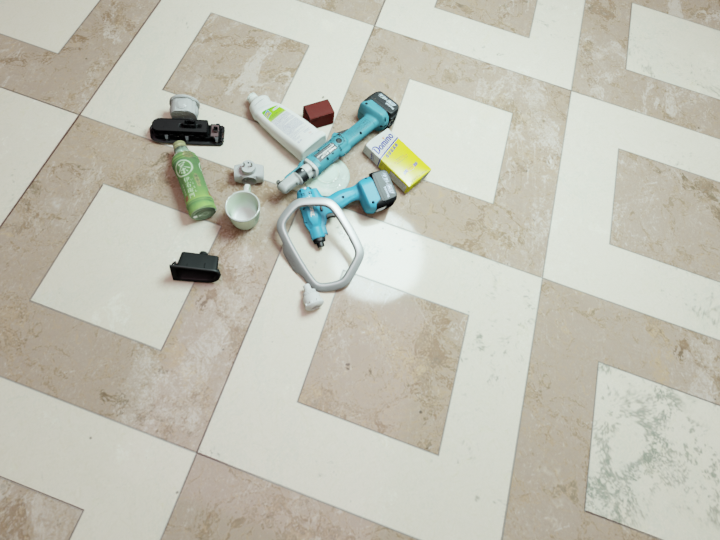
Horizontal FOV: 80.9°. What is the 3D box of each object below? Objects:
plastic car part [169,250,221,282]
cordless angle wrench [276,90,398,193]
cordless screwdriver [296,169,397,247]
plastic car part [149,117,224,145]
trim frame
[{"bbox_3d":[-0.394,-0.014,1.024,0.115,0.065,0.073,3,56,-9],"label":"plastic car part"},{"bbox_3d":[-0.063,-0.338,1.149,0.100,0.073,0.419,41,69,11],"label":"cordless angle wrench"},{"bbox_3d":[-0.030,-0.162,1.101,0.247,0.074,0.161,-16,81,-7],"label":"cordless screwdriver"},{"bbox_3d":[-0.479,-0.382,1.154,0.202,0.066,0.067,0,78,-3],"label":"plastic car part"},{"bbox_3d":[-0.103,-0.067,1.049,0.185,0.027,0.249,-31,89,3],"label":"trim frame"}]
